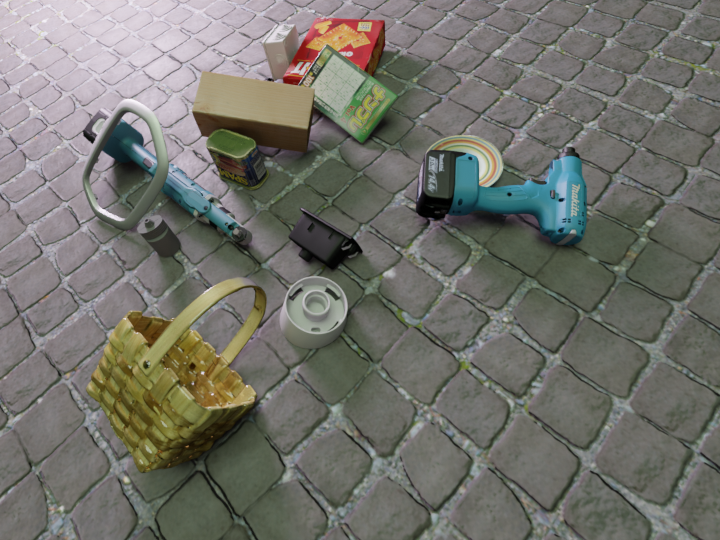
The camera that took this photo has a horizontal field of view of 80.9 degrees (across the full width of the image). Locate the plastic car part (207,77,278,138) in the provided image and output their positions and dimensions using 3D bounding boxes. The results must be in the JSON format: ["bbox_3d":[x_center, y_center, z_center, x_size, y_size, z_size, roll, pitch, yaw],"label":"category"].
[{"bbox_3d":[-0.241,-0.343,0.884,0.068,0.065,0.202,35,72,15],"label":"plastic car part"}]

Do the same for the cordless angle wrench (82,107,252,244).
[{"bbox_3d":[-0.352,-0.168,0.783,0.440,0.094,0.074,36,86,21],"label":"cordless angle wrench"}]

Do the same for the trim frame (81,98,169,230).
[{"bbox_3d":[-0.424,-0.184,0.756,0.251,0.027,0.187,-44,80,27],"label":"trim frame"}]

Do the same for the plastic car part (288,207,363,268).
[{"bbox_3d":[-0.066,-0.043,0.678,0.122,0.063,0.071,30,81,26],"label":"plastic car part"}]

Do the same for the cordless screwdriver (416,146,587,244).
[{"bbox_3d":[0.219,-0.138,0.659,0.252,0.072,0.161,11,71,7],"label":"cordless screwdriver"}]
